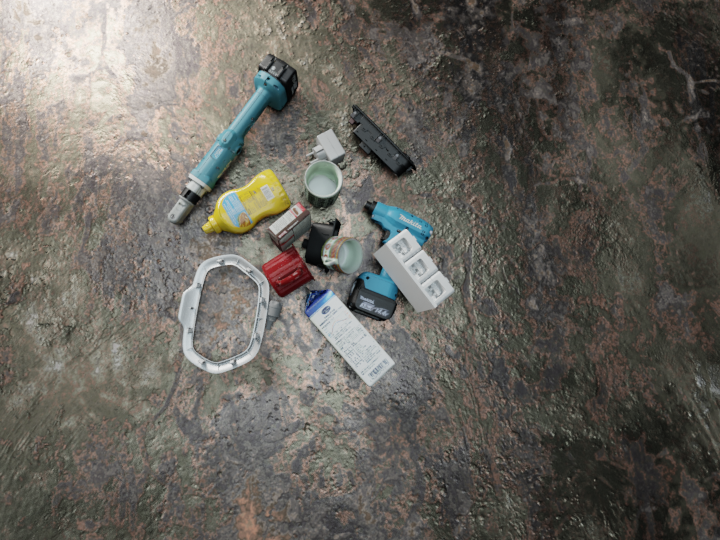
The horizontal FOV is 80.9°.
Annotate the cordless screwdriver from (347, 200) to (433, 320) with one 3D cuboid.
[{"bbox_3d":[0.040,-0.025,0.916,0.159,0.074,0.249,26,76,-1],"label":"cordless screwdriver"}]

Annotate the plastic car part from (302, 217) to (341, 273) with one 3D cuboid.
[{"bbox_3d":[-0.090,-0.059,0.922,0.073,0.064,0.117,16,84,11],"label":"plastic car part"}]

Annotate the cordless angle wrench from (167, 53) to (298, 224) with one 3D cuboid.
[{"bbox_3d":[-0.286,-0.276,0.924,0.075,0.097,0.423,34,84,1],"label":"cordless angle wrench"}]

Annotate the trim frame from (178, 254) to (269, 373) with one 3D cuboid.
[{"bbox_3d":[-0.288,0.088,0.887,0.187,0.027,0.250,8,83,8],"label":"trim frame"}]

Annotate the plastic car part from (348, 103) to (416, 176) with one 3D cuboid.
[{"bbox_3d":[0.043,-0.286,0.960,0.204,0.066,0.067,42,90,2],"label":"plastic car part"}]
